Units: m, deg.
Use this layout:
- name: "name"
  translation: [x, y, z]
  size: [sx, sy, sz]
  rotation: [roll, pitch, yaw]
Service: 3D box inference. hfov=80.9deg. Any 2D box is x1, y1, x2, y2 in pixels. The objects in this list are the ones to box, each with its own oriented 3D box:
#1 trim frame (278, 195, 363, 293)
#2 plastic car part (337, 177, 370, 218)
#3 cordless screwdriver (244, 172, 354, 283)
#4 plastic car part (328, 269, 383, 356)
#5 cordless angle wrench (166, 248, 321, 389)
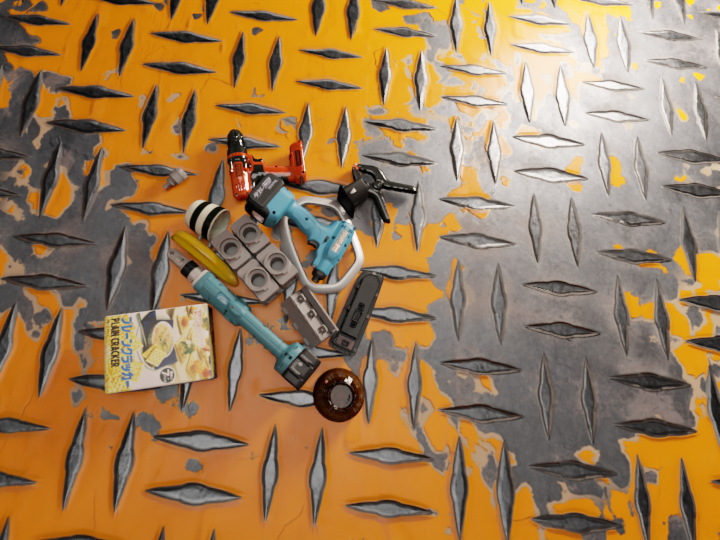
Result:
- name: "trim frame"
  translation: [-0.098, -0.064, 1.007]
  size: [0.182, 0.027, 0.253]
  rotation: [-21, 79, -10]
- name: "plastic car part"
  translation: [-0.011, -0.179, 0.993]
  size: [0.070, 0.116, 0.067]
  rotation: [-36, 84, -11]
- name: "cordless screwdriver"
  translation: [-0.147, -0.093, 0.946]
  size: [0.246, 0.075, 0.159]
  rotation: [33, 67, -5]
- name: "plastic car part"
  translation: [-0.005, 0.086, 0.955]
  size: [0.067, 0.066, 0.204]
  rotation: [22, 72, 7]
- name: "cordless angle wrench"
  translation: [-0.270, 0.089, 0.923]
  size: [0.432, 0.096, 0.074]
  rotation: [39, 72, 10]
